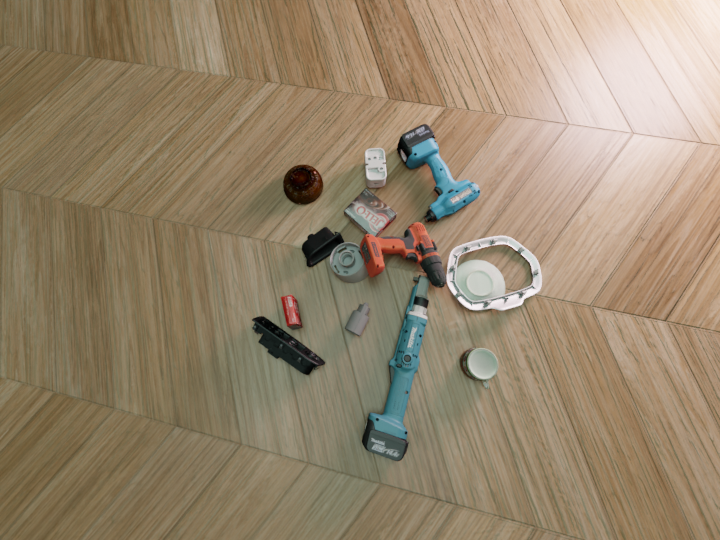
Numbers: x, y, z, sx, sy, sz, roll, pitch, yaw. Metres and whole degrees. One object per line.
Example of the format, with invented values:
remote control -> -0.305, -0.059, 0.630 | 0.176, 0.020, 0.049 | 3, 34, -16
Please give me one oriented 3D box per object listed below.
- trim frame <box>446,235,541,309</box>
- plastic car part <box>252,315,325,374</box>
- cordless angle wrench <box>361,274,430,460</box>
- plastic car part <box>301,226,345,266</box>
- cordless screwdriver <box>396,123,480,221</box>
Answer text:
trim frame -> 0.329, 0.006, 1.036 | 0.244, 0.027, 0.189 | -13, 70, -12
plastic car part -> -0.183, 0.188, 1.029 | 0.208, 0.065, 0.067 | 28, 87, 12
cordless angle wrench -> 0.105, 0.210, 0.994 | 0.099, 0.072, 0.426 | 15, 73, 7
plastic car part -> -0.108, -0.071, 1.108 | 0.116, 0.063, 0.074 | -32, 60, -2
cordless screwdriver -> 0.182, -0.256, 1.128 | 0.158, 0.073, 0.255 | -32, 77, -5
